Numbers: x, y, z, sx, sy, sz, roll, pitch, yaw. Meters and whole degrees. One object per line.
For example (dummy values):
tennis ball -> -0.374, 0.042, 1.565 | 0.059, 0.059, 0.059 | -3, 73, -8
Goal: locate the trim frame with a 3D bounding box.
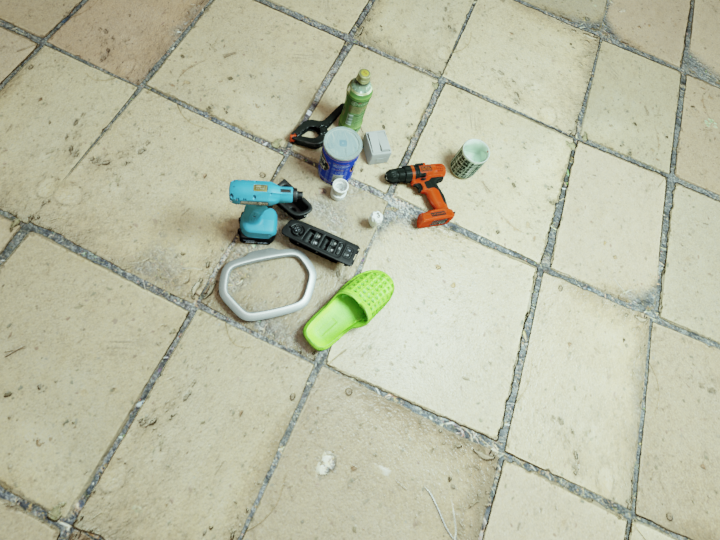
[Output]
trim frame -> -0.231, 0.028, 1.065 | 0.244, 0.027, 0.189 | -14, 72, -12

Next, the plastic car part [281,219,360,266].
plastic car part -> -0.107, -0.070, 1.097 | 0.204, 0.066, 0.066 | 26, 69, 3

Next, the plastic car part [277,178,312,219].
plastic car part -> -0.185, -0.174, 1.125 | 0.119, 0.070, 0.065 | 43, 70, 8

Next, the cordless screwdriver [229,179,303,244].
cordless screwdriver -> -0.225, -0.138, 1.012 | 0.157, 0.247, 0.076 | 3, 72, -10
